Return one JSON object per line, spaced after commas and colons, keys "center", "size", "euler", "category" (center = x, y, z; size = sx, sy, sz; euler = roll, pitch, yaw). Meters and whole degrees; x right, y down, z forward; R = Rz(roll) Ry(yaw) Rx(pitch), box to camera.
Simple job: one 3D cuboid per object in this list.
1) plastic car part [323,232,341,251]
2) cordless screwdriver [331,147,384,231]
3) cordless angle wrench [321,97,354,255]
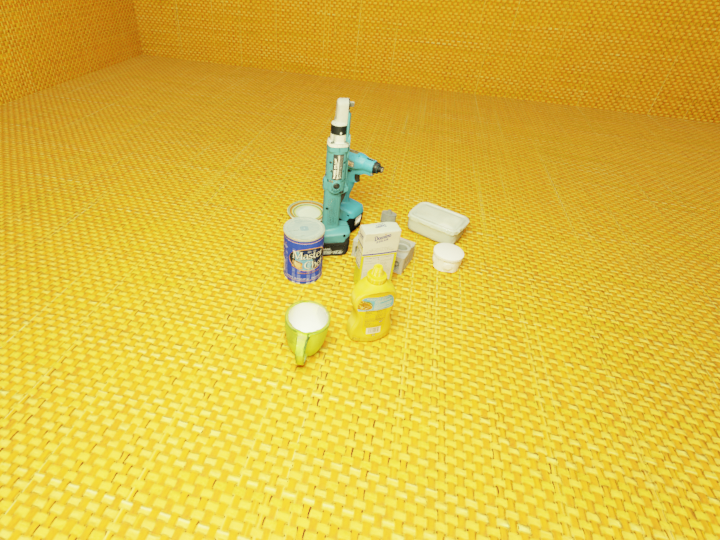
{"center": [-0.113, -0.074, 1.156], "size": [0.113, 0.069, 0.070], "euler": [-27, 48, -34], "category": "plastic car part"}
{"center": [-0.019, -0.222, 1.213], "size": [0.167, 0.242, 0.073], "euler": [27, 41, 25], "category": "cordless screwdriver"}
{"center": [-0.064, -0.225, 1.076], "size": [0.096, 0.412, 0.077], "euler": [-1, 38, -11], "category": "cordless angle wrench"}
